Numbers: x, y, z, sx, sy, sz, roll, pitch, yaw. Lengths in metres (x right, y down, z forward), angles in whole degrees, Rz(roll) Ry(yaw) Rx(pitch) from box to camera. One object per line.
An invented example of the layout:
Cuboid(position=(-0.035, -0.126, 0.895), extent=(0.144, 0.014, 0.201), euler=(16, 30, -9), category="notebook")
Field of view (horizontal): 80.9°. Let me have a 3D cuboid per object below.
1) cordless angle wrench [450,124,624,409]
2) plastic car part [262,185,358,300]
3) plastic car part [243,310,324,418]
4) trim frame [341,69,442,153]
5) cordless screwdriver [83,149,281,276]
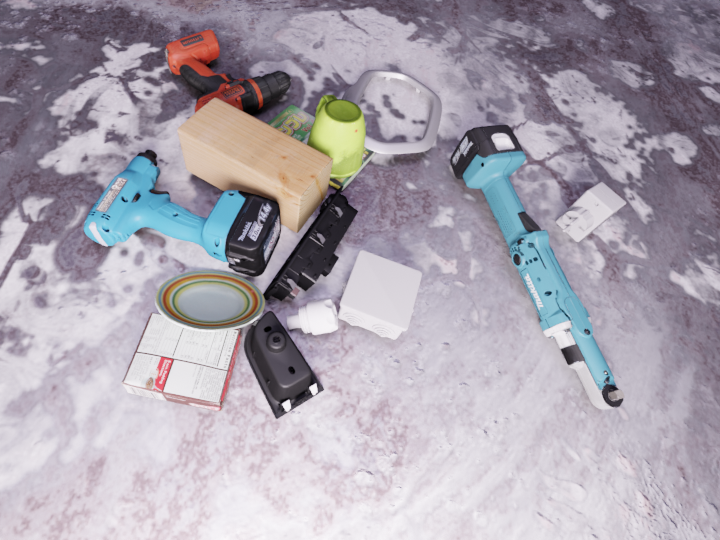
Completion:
Cuboid(position=(0.248, -0.022, 0.606), extent=(0.073, 0.097, 0.437), euler=(-9, 65, -16), category="cordless angle wrench")
Cuboid(position=(-0.057, -0.037, 0.585), extent=(0.067, 0.066, 0.204), euler=(28, 59, -5), category="plastic car part")
Cuboid(position=(-0.095, 0.099, 0.492), extent=(0.064, 0.070, 0.120), euler=(-25, 69, -24), category="plastic car part")
Cuboid(position=(0.055, -0.292, 0.768), extent=(0.185, 0.027, 0.252), euler=(17, 56, 1), category="trim frame")
Cuboid(position=(-0.233, -0.089, 0.588), extent=(0.251, 0.072, 0.162), euler=(12, 58, 4), category="cordless screwdriver")
